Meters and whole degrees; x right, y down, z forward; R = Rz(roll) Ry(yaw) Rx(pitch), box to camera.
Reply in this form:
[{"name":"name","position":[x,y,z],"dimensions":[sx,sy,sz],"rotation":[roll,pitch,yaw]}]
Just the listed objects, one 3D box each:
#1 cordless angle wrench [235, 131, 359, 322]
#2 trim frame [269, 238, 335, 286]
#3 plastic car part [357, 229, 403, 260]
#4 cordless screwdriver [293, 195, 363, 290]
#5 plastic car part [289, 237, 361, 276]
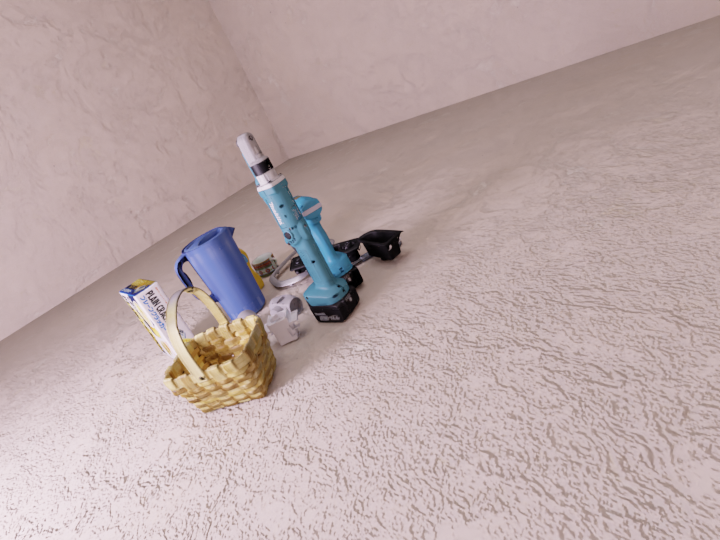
[{"name":"cordless angle wrench","position":[-0.132,-0.082,0.855],"dimensions":[0.102,0.410,0.073],"rotation":[-9,26,41]},{"name":"trim frame","position":[-0.172,-0.026,1.262],"dimensions":[0.192,0.026,0.246],"rotation":[-9,30,37]},{"name":"plastic car part","position":[0.054,-0.057,1.034],"dimensions":[0.065,0.069,0.122],"rotation":[-38,25,-27]},{"name":"cordless screwdriver","position":[-0.097,-0.063,0.991],"dimensions":[0.073,0.241,0.166],"rotation":[-33,21,-17]},{"name":"plastic car part","position":[-0.086,-0.029,1.129],"dimensions":[0.206,0.065,0.067],"rotation":[-21,22,14]}]
